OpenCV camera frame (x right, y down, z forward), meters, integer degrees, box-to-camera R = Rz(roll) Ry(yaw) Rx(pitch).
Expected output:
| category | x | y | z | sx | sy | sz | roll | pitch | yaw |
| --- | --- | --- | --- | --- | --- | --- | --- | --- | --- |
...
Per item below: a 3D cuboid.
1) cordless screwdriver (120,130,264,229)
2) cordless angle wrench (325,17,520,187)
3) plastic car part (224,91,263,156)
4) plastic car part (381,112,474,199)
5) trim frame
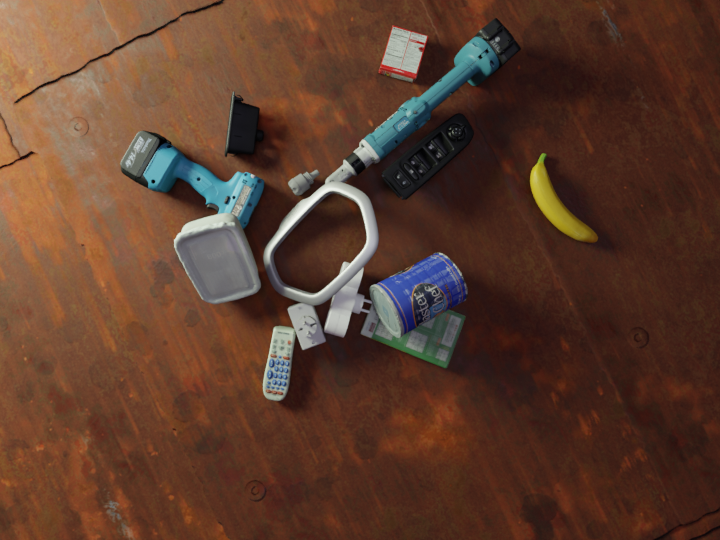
| category | x | y | z | sx | sy | sz | roll | pitch | yaw |
| --- | --- | --- | --- | --- | --- | --- | --- | --- | --- |
| cordless screwdriver | -0.322 | -0.148 | 0.798 | 0.247 | 0.075 | 0.159 | 25 | 90 | -4 |
| cordless angle wrench | 0.099 | -0.292 | 0.793 | 0.423 | 0.099 | 0.074 | -40 | 96 | 2 |
| plastic car part | -0.221 | -0.271 | 0.810 | 0.069 | 0.068 | 0.116 | 3 | 93 | -17 |
| plastic car part | 0.130 | -0.213 | 0.798 | 0.202 | 0.066 | 0.067 | -41 | 85 | -5 |
| trim frame | -0.077 | -0.050 | 0.784 | 0.249 | 0.026 | 0.190 | -46 | 71 | 13 |
